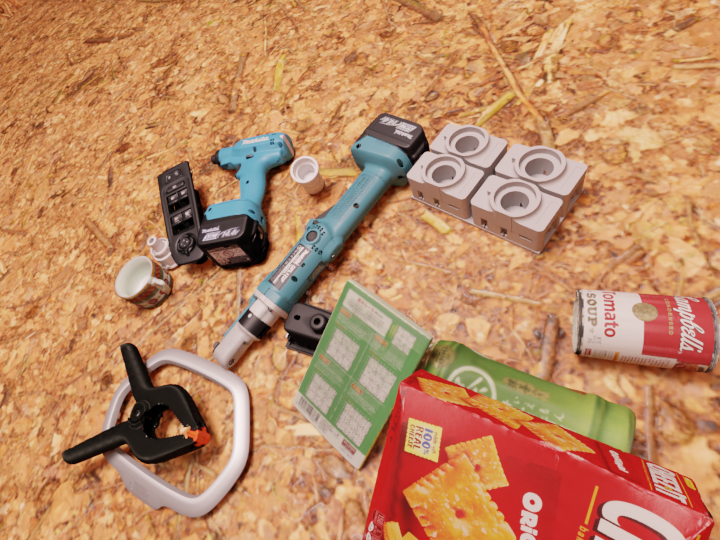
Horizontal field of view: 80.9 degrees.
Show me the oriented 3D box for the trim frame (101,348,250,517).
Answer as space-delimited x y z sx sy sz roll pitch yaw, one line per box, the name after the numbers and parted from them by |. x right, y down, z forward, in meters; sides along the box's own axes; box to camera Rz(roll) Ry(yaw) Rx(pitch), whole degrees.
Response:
-0.247 0.205 0.559 0.260 0.026 0.185 12 66 26 | trim frame

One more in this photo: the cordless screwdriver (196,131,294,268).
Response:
-0.209 -0.126 0.708 0.164 0.070 0.254 -5 56 20 | cordless screwdriver

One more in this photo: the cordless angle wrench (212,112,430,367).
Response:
-0.058 -0.038 0.596 0.103 0.070 0.422 33 80 33 | cordless angle wrench

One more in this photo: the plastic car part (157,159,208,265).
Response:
-0.298 -0.089 0.723 0.066 0.064 0.211 -22 59 0 | plastic car part

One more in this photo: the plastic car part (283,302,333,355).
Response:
-0.047 0.073 0.524 0.122 0.067 0.066 12 68 30 | plastic car part
